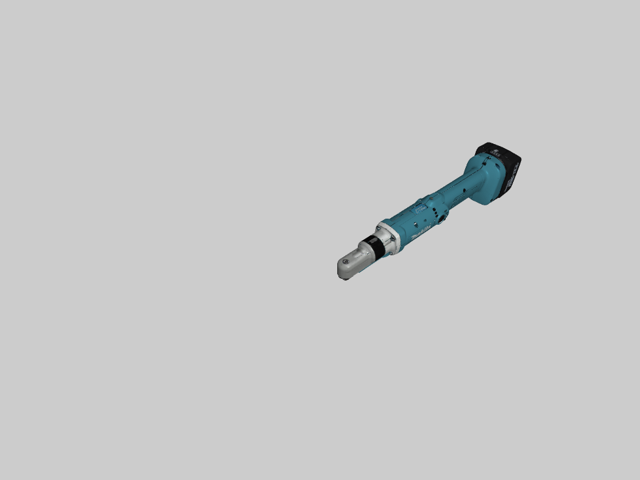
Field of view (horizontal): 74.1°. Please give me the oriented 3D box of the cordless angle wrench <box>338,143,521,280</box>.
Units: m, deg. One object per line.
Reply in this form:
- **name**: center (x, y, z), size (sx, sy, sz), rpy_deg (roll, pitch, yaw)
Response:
- **cordless angle wrench**: center (0.192, -0.050, 0.745), size (0.422, 0.098, 0.074), rpy_deg (-31, 52, -26)
